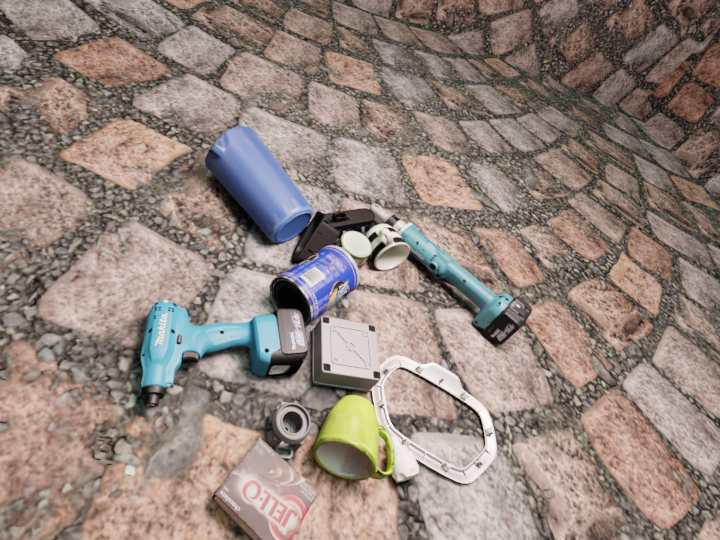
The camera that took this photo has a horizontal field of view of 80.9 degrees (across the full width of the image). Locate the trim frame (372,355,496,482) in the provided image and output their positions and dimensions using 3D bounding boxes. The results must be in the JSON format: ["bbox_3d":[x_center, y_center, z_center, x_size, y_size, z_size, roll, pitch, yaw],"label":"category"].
[{"bbox_3d":[0.131,0.250,0.742,0.251,0.027,0.184,29,44,3],"label":"trim frame"}]

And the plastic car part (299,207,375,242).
[{"bbox_3d":[-0.044,-0.107,0.960,0.195,0.066,0.070,-11,51,-37],"label":"plastic car part"}]

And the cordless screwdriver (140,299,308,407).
[{"bbox_3d":[-0.209,0.130,0.658,0.242,0.073,0.165,4,50,-17],"label":"cordless screwdriver"}]

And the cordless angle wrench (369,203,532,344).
[{"bbox_3d":[0.178,-0.017,0.964,0.438,0.097,0.072,43,48,19],"label":"cordless angle wrench"}]

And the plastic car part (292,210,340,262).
[{"bbox_3d":[-0.086,-0.056,0.875,0.068,0.116,0.068,29,1,-21],"label":"plastic car part"}]
